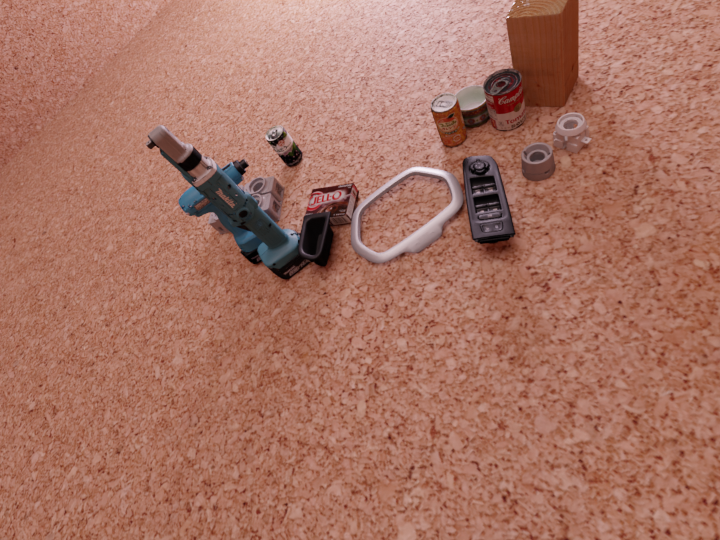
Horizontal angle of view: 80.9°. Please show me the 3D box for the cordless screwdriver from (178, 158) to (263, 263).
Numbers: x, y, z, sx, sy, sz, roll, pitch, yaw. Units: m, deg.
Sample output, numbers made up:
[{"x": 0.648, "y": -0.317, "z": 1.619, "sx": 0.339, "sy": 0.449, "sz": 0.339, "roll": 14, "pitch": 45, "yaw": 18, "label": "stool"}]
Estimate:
[{"x": -0.252, "y": -0.126, "z": 0.918, "sx": 0.160, "sy": 0.235, "sz": 0.078, "roll": -34, "pitch": 52, "yaw": 6, "label": "cordless screwdriver"}]

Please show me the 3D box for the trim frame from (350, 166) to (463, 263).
[{"x": 0.087, "y": -0.115, "z": 0.858, "sx": 0.249, "sy": 0.026, "sz": 0.194, "roll": -36, "pitch": 51, "yaw": 5, "label": "trim frame"}]

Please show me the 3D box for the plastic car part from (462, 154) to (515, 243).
[{"x": 0.228, "y": -0.126, "z": 0.762, "sx": 0.068, "sy": 0.063, "sz": 0.208, "roll": -13, "pitch": 56, "yaw": 21, "label": "plastic car part"}]

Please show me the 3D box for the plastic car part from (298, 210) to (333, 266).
[{"x": -0.087, "y": -0.057, "z": 0.893, "sx": 0.068, "sy": 0.067, "sz": 0.119, "roll": -8, "pitch": 58, "yaw": 24, "label": "plastic car part"}]

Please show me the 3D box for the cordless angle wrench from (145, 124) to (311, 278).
[{"x": -0.228, "y": -0.118, "z": 0.793, "sx": 0.098, "sy": 0.400, "sz": 0.078, "roll": -37, "pitch": 51, "yaw": 3, "label": "cordless angle wrench"}]
